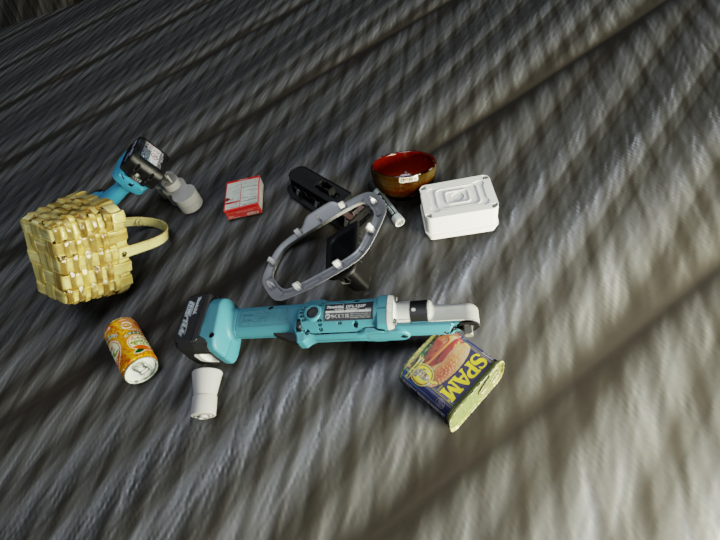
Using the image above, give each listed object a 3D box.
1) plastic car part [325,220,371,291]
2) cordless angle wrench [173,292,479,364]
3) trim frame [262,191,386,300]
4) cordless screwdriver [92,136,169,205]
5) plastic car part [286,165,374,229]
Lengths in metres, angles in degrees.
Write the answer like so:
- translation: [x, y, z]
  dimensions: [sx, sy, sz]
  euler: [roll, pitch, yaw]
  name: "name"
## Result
- translation: [-0.011, -0.010, 0.664]
  dimensions: [0.067, 0.067, 0.120]
  euler: [-31, 37, 25]
  name: "plastic car part"
- translation: [-0.060, 0.073, 0.589]
  dimensions: [0.435, 0.070, 0.100]
  euler: [-6, 53, 20]
  name: "cordless angle wrench"
- translation: [-0.066, -0.043, 0.679]
  dimensions: [0.253, 0.026, 0.190]
  euler: [-29, 35, 23]
  name: "trim frame"
- translation: [-0.519, -0.185, 0.912]
  dimensions: [0.252, 0.070, 0.166]
  euler: [-35, 42, 19]
  name: "cordless screwdriver"
- translation: [-0.071, -0.142, 0.791]
  dimensions: [0.215, 0.063, 0.066]
  euler: [34, 75, 37]
  name: "plastic car part"
